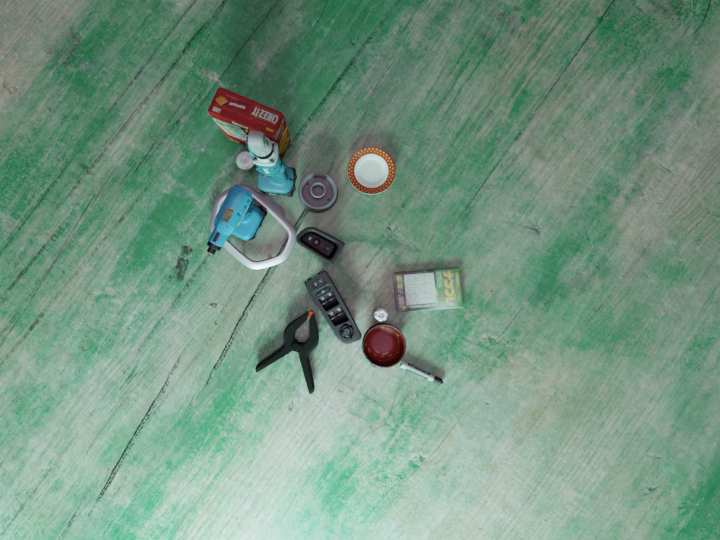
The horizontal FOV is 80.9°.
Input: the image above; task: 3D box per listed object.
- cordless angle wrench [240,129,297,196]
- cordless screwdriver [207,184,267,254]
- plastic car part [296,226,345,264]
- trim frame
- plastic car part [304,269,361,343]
[{"bbox_3d":[-0.200,-0.234,0.938,0.097,0.424,0.074,7,90,-5],"label":"cordless angle wrench"},{"bbox_3d":[-0.300,-0.110,1.020,0.074,0.250,0.159,27,88,-5],"label":"cordless screwdriver"},{"bbox_3d":[-0.108,-0.071,1.107,0.117,0.071,0.066,30,88,-1],"label":"plastic car part"},{"bbox_3d":[-0.288,-0.116,1.130,0.249,0.027,0.184,42,88,2],"label":"trim frame"},{"bbox_3d":[-0.070,0.099,1.101,0.066,0.067,0.204,-31,88,-3],"label":"plastic car part"}]
